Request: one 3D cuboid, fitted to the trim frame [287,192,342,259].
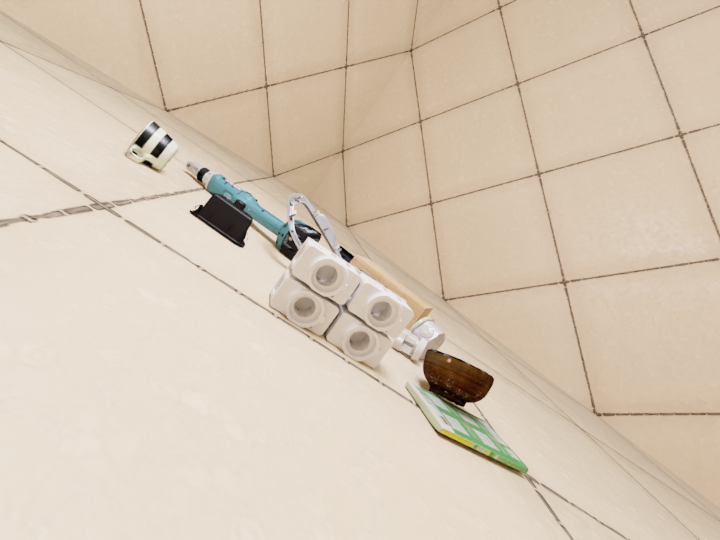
[{"bbox_3d":[-0.091,-0.059,0.926,0.241,0.028,0.186,58,22,-19],"label":"trim frame"}]

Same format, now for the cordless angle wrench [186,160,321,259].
[{"bbox_3d":[-0.287,-0.167,1.046,0.440,0.074,0.094,34,13,21],"label":"cordless angle wrench"}]

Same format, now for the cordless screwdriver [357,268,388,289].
[{"bbox_3d":[0.000,0.065,0.800,0.164,0.074,0.241,34,10,15],"label":"cordless screwdriver"}]

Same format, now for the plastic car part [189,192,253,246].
[{"bbox_3d":[-0.248,-0.105,0.797,0.117,0.071,0.065,32,8,3],"label":"plastic car part"}]

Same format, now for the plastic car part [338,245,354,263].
[{"bbox_3d":[-0.010,0.012,1.157,0.212,0.066,0.064,38,17,23],"label":"plastic car part"}]
